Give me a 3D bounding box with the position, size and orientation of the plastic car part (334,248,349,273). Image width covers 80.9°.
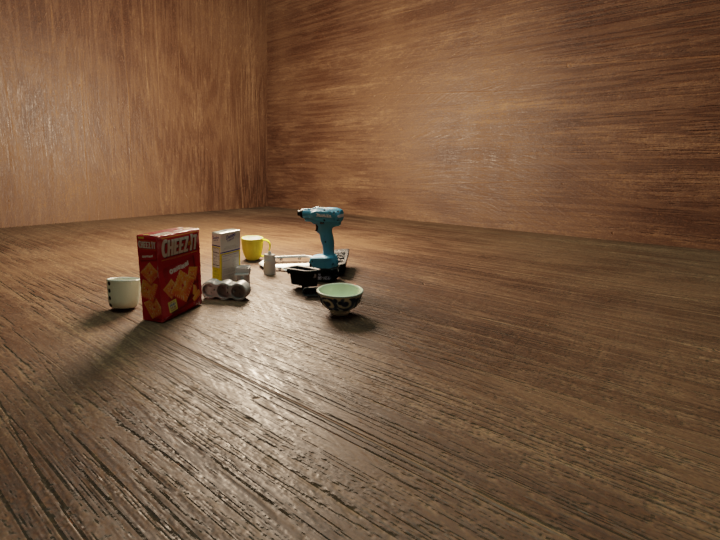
[{"bbox_3d":[-0.078,-0.032,1.565,0.067,0.066,0.204,2,13,1],"label":"plastic car part"}]

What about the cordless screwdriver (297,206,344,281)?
[{"bbox_3d":[-0.139,-0.091,1.426,0.165,0.246,0.072,6,11,21],"label":"cordless screwdriver"}]

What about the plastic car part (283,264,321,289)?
[{"bbox_3d":[-0.178,0.024,1.321,0.123,0.070,0.063,12,16,39],"label":"plastic car part"}]

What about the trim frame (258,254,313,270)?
[{"bbox_3d":[-0.268,-0.031,1.633,0.245,0.027,0.189,-2,14,-10],"label":"trim frame"}]
